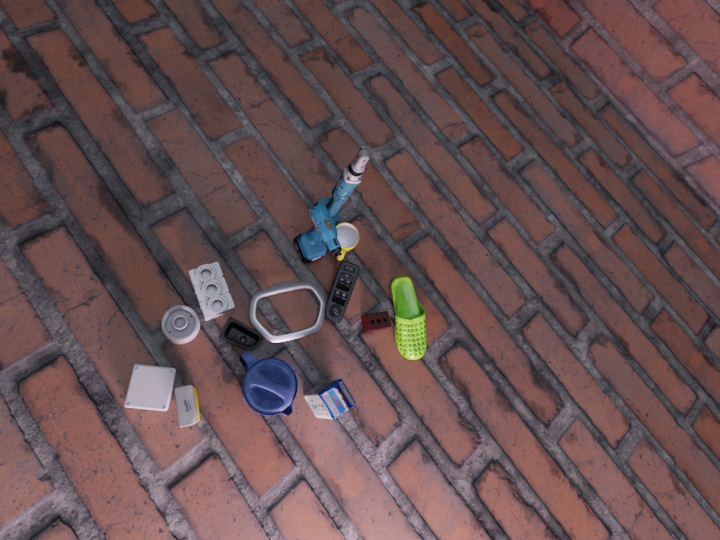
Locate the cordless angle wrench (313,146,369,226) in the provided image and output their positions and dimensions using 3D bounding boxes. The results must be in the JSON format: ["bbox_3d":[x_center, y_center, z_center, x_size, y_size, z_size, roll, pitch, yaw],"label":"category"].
[{"bbox_3d":[-0.058,-0.238,1.273,0.072,0.426,0.100,0,73,-20],"label":"cordless angle wrench"}]

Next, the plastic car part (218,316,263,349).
[{"bbox_3d":[-0.346,0.193,1.227,0.115,0.071,0.066,28,66,-5],"label":"plastic car part"}]

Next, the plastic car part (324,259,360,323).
[{"bbox_3d":[-0.066,0.072,1.350,0.065,0.067,0.205,22,66,-10],"label":"plastic car part"}]

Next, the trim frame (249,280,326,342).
[{"bbox_3d":[-0.223,0.122,1.311,0.242,0.027,0.188,-13,74,-19],"label":"trim frame"}]

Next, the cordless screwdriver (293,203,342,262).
[{"bbox_3d":[-0.126,-0.083,1.292,0.072,0.250,0.162,-20,80,-24],"label":"cordless screwdriver"}]
